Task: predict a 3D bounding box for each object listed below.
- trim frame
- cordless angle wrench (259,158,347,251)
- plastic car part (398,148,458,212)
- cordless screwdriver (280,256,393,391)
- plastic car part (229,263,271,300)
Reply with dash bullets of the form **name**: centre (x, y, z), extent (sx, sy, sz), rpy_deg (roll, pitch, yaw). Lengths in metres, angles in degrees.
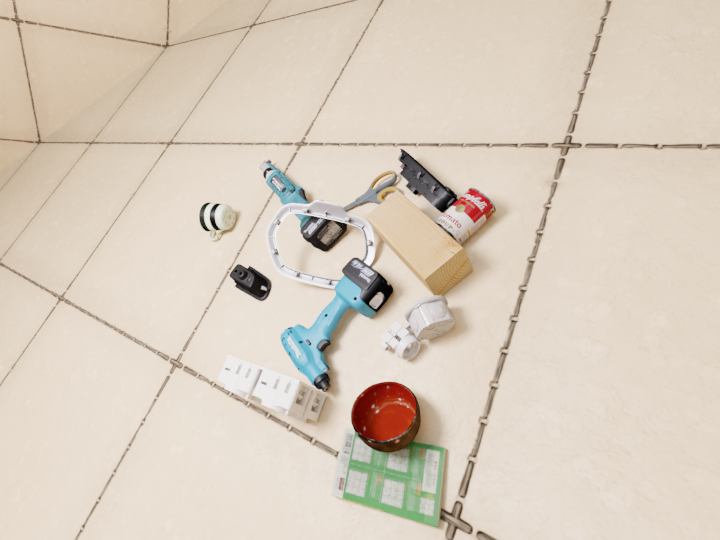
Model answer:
- **trim frame**: centre (-0.091, -0.059, 0.929), extent (0.254, 0.027, 0.184), rpy_deg (14, 89, 12)
- **cordless angle wrench**: centre (-0.184, -0.200, 1.121), extent (0.098, 0.070, 0.447), rpy_deg (-47, 46, 4)
- **plastic car part**: centre (0.142, -0.192, 0.929), extent (0.067, 0.062, 0.214), rpy_deg (-46, 48, 9)
- **cordless screwdriver**: centre (-0.038, 0.105, 0.836), extent (0.249, 0.070, 0.168), rpy_deg (-47, 47, 1)
- **plastic car part**: centre (-0.276, 0.021, 1.032), extent (0.123, 0.067, 0.066), rpy_deg (24, 75, 41)
